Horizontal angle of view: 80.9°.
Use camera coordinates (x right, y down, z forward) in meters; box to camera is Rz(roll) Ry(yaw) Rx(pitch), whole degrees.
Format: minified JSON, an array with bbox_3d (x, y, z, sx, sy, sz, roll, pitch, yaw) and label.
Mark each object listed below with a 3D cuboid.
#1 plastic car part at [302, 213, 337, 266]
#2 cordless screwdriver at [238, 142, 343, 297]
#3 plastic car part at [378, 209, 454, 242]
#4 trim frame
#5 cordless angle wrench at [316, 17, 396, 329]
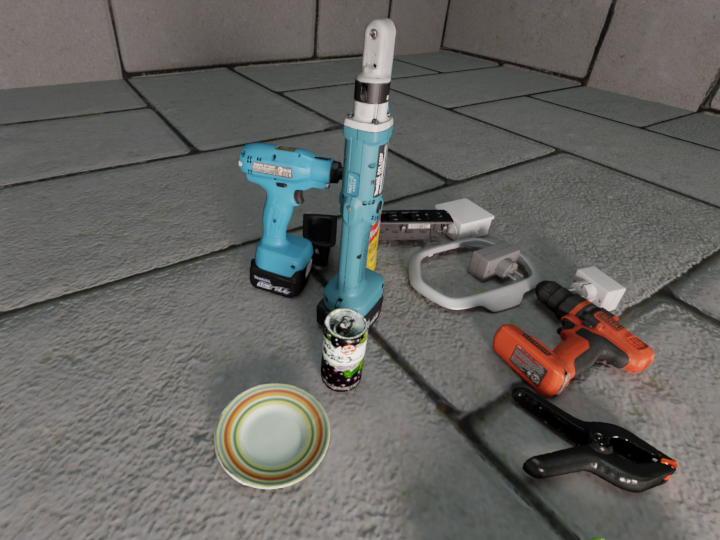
[{"bbox_3d":[-0.076,-0.050,0.782,0.066,0.069,0.120,2,36,-4],"label":"plastic car part"},{"bbox_3d":[-0.103,-0.072,0.664,0.163,0.242,0.075,13,35,11],"label":"cordless screwdriver"},{"bbox_3d":[0.075,-0.091,0.850,0.203,0.065,0.068,3,35,0],"label":"plastic car part"},{"bbox_3d":[0.202,0.003,0.762,0.242,0.027,0.194,-13,39,-21],"label":"trim frame"},{"bbox_3d":[0.001,-0.090,0.550,0.077,0.412,0.096,23,38,22],"label":"cordless angle wrench"}]
